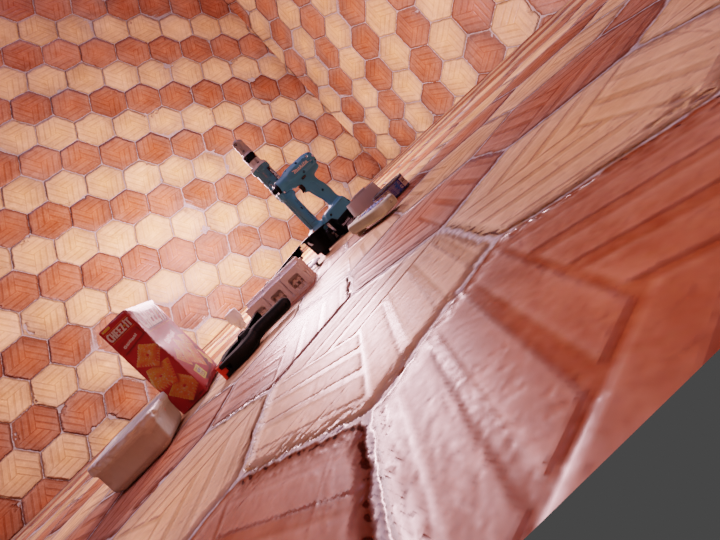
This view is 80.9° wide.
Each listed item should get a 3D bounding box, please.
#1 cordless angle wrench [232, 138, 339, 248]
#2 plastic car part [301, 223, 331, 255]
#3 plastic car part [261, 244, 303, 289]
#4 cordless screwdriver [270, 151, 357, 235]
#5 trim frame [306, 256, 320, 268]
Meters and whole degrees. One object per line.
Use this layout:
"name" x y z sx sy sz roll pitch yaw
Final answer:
"cordless angle wrench" -0.228 -0.233 1.264 0.075 0.420 0.097 -43 3 27
"plastic car part" -0.111 -0.073 1.139 0.066 0.070 0.117 -43 8 16
"plastic car part" -0.225 0.015 1.250 0.067 0.066 0.201 -37 11 50
"cordless screwdriver" -0.123 -0.199 1.197 0.158 0.247 0.075 -45 3 -12
"trim frame" -0.191 0.048 1.080 0.252 0.027 0.184 -39 10 28
